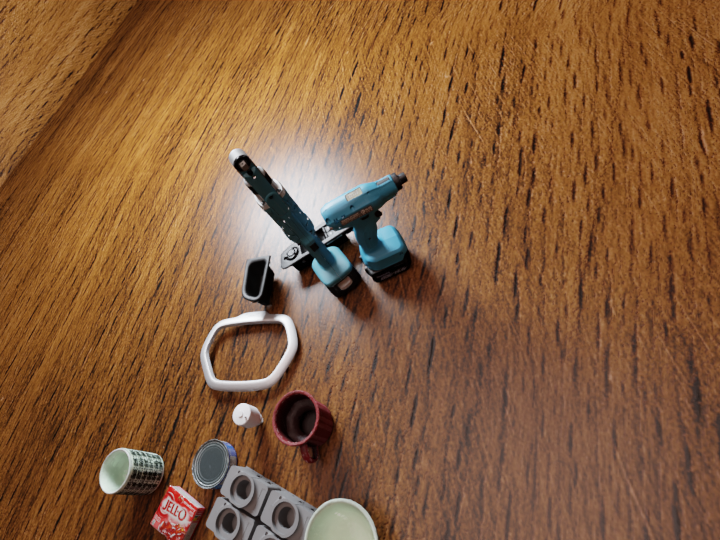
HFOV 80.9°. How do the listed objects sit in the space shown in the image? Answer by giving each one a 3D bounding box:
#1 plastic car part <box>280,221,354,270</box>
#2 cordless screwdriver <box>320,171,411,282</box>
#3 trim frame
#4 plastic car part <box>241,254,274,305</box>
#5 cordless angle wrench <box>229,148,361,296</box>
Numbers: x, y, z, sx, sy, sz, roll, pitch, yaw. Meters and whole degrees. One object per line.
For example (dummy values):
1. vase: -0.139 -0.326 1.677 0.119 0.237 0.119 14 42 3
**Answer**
1. plastic car part: -0.095 -0.062 0.976 0.204 0.063 0.069 -30 53 8
2. cordless screwdriver: 0.041 -0.081 0.811 0.161 0.235 0.078 -27 54 8
3. trim frame: -0.250 0.174 0.936 0.256 0.026 0.189 -10 58 21
4. plastic car part: -0.231 0.033 0.985 0.068 0.067 0.120 -11 58 19
5. cordless angle wrench: -0.115 -0.079 0.783 0.074 0.400 0.103 -39 54 -1
